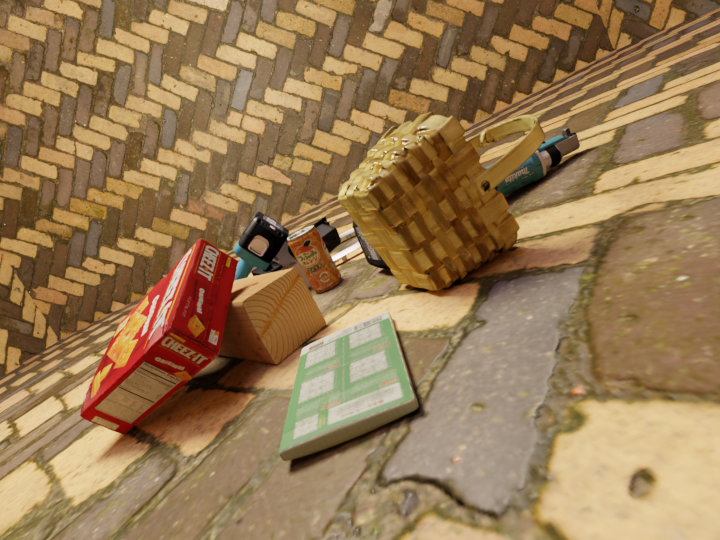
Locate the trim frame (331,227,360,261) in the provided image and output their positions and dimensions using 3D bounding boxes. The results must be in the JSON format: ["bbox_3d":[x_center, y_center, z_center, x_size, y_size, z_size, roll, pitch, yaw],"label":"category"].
[{"bbox_3d":[-0.039,-0.054,0.939,0.189,0.027,0.247,-20,18,26],"label":"trim frame"}]

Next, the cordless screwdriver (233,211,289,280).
[{"bbox_3d":[-0.230,0.015,0.791,0.249,0.073,0.162,-55,13,11],"label":"cordless screwdriver"}]

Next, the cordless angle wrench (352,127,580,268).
[{"bbox_3d":[0.190,-0.129,0.673,0.417,0.096,0.076,-27,10,-15],"label":"cordless angle wrench"}]

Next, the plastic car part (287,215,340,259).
[{"bbox_3d":[-0.088,-0.058,0.900,0.115,0.063,0.075,-39,30,-29],"label":"plastic car part"}]

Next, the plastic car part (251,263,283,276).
[{"bbox_3d":[-0.199,0.016,0.926,0.065,0.066,0.209,-40,14,-21],"label":"plastic car part"}]
